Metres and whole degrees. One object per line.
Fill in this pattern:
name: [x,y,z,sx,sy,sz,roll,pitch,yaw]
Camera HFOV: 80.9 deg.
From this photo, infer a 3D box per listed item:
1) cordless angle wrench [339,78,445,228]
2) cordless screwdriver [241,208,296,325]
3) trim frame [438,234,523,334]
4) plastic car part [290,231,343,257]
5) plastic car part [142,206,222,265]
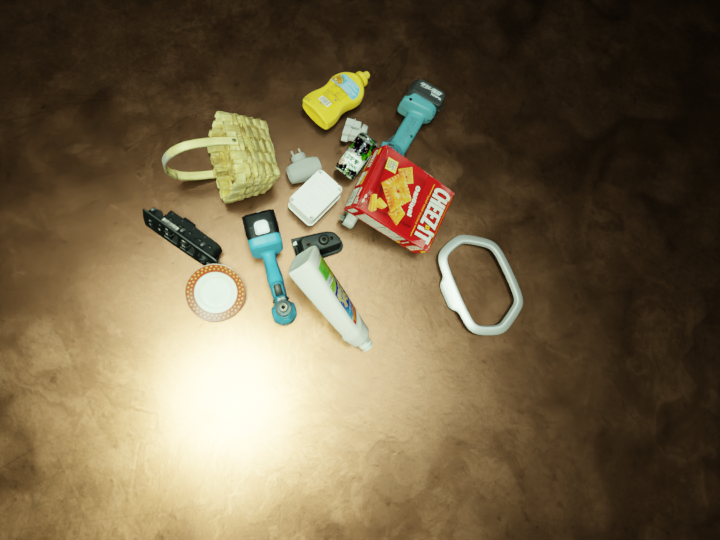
cordless angle wrench: [0.072,-0.281,1.044,0.098,0.074,0.423,30,77,-1]
cordless screwdriver: [-0.188,-0.008,0.898,0.073,0.158,0.254,-15,78,-11]
trim frame: [0.283,0.031,1.009,0.181,0.027,0.252,-20,81,-12]
plastic car part: [-0.095,-0.062,0.967,0.115,0.071,0.067,-16,83,-8]
plastic car part: [-0.390,-0.075,0.947,0.205,0.066,0.066,38,49,4]
